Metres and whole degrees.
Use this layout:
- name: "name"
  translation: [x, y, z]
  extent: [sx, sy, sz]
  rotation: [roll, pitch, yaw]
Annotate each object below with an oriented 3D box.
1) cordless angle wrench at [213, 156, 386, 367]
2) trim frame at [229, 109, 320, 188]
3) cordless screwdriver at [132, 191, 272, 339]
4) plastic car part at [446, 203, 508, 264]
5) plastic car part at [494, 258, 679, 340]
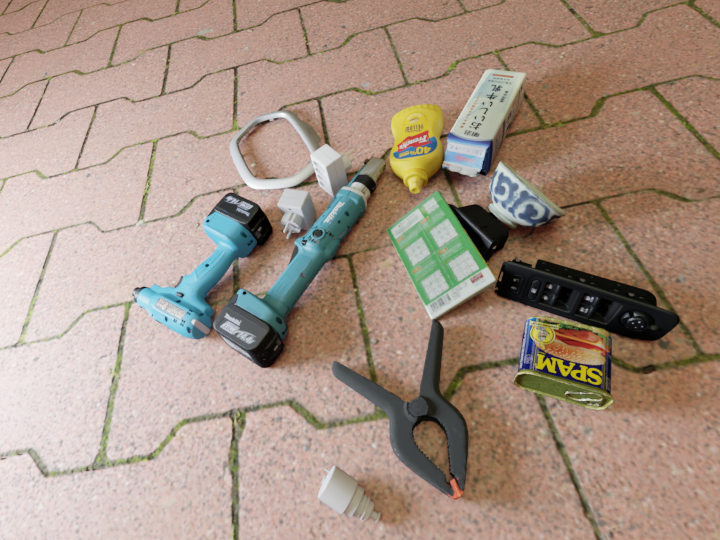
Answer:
- name: "cordless angle wrench"
  translation: [-0.068, -0.045, 0.697]
  extent: [0.102, 0.071, 0.422]
  rotation: [23, 63, 24]
- name: "trim frame"
  translation: [-0.176, -0.255, 0.885]
  extent: [0.183, 0.026, 0.261]
  rotation: [-29, 54, -5]
- name: "cordless screwdriver"
  translation: [-0.272, -0.019, 0.727]
  extent: [0.166, 0.071, 0.249]
  rotation: [19, 67, 24]
- name: "plastic car part"
  translation: [0.183, -0.067, 0.660]
  extent: [0.069, 0.064, 0.122]
  rotation: [-16, 51, -17]
- name: "plastic car part"
  translation: [0.295, 0.032, 0.566]
  extent: [0.212, 0.064, 0.066]
  rotation: [22, 39, 26]
